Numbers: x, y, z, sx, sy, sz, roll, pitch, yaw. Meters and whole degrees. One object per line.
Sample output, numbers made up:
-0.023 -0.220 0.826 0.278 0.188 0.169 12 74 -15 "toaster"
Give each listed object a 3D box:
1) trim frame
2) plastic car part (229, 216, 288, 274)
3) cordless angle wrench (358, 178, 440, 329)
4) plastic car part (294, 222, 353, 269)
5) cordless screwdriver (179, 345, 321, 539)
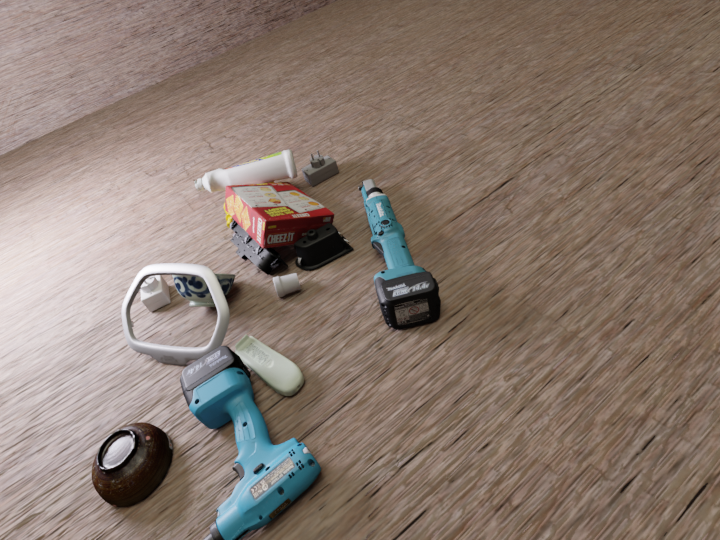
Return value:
-0.341 0.079 0.769 0.256 0.026 0.185 -1 83 20 "trim frame"
-0.233 -0.049 0.919 0.067 0.063 0.215 -48 46 -11 "plastic car part"
0.052 -0.072 0.830 0.098 0.071 0.439 -16 39 3 "cordless angle wrench"
-0.084 -0.055 0.861 0.115 0.068 0.070 -27 41 -14 "plastic car part"
-0.185 0.234 0.593 0.157 0.071 0.263 -36 48 -18 "cordless screwdriver"
